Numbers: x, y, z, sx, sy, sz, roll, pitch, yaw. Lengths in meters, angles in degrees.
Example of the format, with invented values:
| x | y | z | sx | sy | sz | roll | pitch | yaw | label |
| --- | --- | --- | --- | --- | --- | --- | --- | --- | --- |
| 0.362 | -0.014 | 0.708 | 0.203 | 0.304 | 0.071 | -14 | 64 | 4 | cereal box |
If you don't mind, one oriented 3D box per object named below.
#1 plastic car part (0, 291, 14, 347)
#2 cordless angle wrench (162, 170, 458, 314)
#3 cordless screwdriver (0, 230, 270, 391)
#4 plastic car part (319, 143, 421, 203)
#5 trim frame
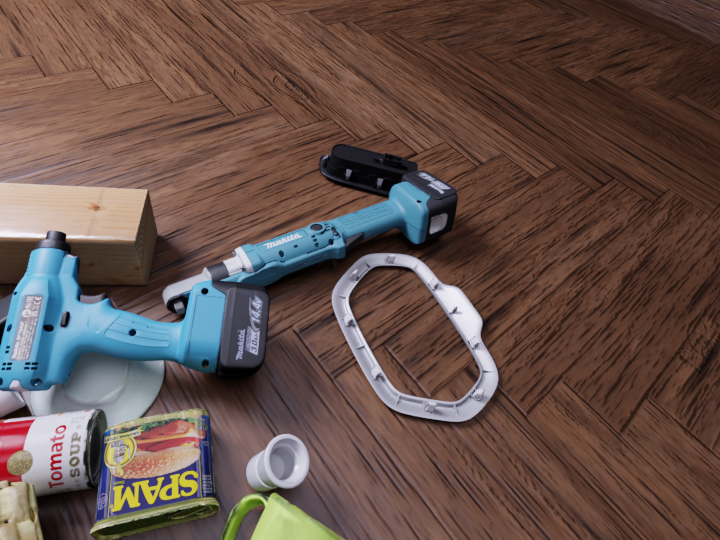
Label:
| x | y | z | sx | sy | sz | roll | pitch | yaw | label |
| --- | --- | --- | --- | --- | --- | --- | --- | --- | --- |
| -0.385 | 0.064 | 0.449 | 0.074 | 0.064 | 0.116 | 18 | 46 | 19 | plastic car part |
| -0.057 | -0.037 | 0.580 | 0.413 | 0.072 | 0.103 | -22 | 44 | -21 | cordless angle wrench |
| -0.222 | 0.039 | 0.442 | 0.243 | 0.074 | 0.163 | 2 | 68 | -15 | cordless screwdriver |
| 0.029 | -0.167 | 0.712 | 0.204 | 0.065 | 0.067 | 12 | 58 | 1 | plastic car part |
| 0.069 | 0.072 | 0.548 | 0.179 | 0.027 | 0.260 | -15 | 54 | -23 | trim frame |
